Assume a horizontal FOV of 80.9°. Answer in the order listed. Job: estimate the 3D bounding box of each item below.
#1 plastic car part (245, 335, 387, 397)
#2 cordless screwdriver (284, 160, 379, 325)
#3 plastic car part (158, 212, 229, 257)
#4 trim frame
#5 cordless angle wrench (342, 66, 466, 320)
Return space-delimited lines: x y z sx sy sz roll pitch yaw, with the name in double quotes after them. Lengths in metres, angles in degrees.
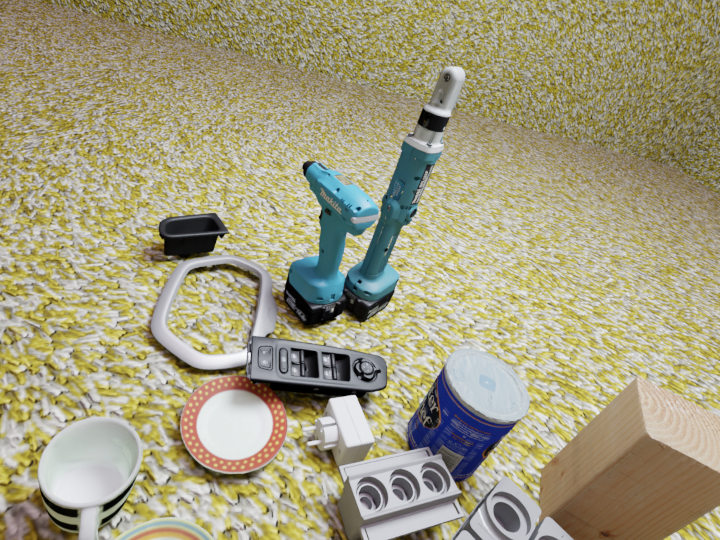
-0.059 0.144 0.584 0.198 0.066 0.069 7 36 -14 "plastic car part"
-0.067 -0.044 0.682 0.071 0.245 0.168 -12 45 -38 "cordless screwdriver"
-0.305 -0.056 0.757 0.112 0.070 0.069 -14 46 -37 "plastic car part"
-0.223 0.055 0.674 0.181 0.027 0.257 9 36 -10 "trim frame"
0.062 -0.101 0.663 0.078 0.417 0.095 38 38 24 "cordless angle wrench"
